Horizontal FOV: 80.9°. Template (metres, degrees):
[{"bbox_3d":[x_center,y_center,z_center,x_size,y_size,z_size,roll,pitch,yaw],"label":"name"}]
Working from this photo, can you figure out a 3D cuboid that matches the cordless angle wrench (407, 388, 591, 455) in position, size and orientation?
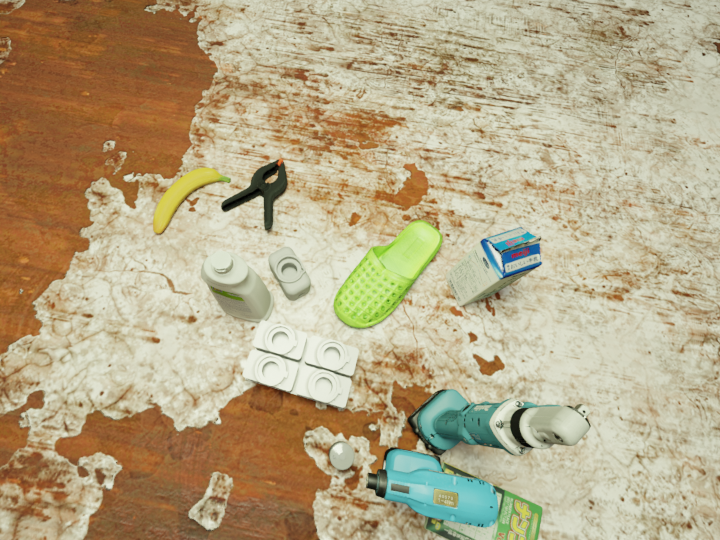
[{"bbox_3d":[0.163,0.206,0.571,0.097,0.417,0.076,-37,80,-17],"label":"cordless angle wrench"}]

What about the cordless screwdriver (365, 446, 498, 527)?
[{"bbox_3d":[0.073,0.308,0.619,0.159,0.245,0.075,11,70,-2],"label":"cordless screwdriver"}]
